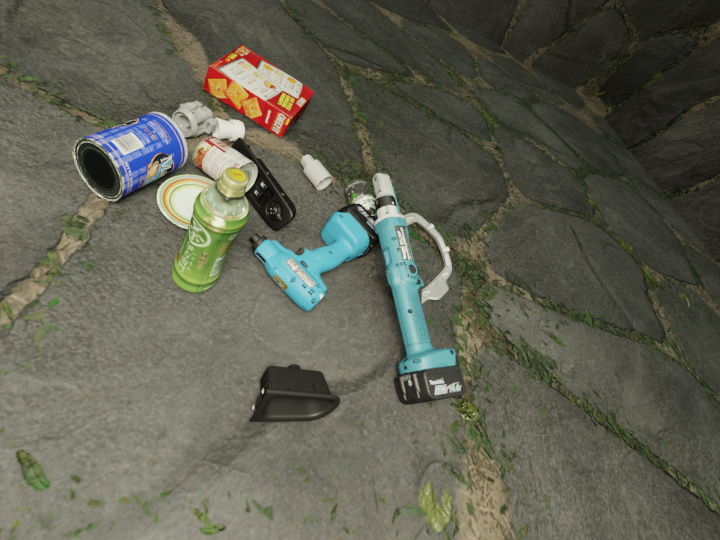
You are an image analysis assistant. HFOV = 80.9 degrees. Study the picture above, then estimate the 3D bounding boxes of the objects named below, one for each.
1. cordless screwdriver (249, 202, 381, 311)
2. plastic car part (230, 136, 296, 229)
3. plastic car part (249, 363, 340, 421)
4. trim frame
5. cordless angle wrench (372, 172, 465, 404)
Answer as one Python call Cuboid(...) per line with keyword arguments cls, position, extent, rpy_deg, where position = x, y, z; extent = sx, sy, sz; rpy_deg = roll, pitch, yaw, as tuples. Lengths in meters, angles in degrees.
Cuboid(cls="cordless screwdriver", position=(-0.076, -0.050, 0.776), extent=(0.161, 0.075, 0.244), rpy_deg=(44, 47, 5))
Cuboid(cls="plastic car part", position=(-0.188, -0.160, 0.816), extent=(0.210, 0.067, 0.064), rpy_deg=(55, 19, 21))
Cuboid(cls="plastic car part", position=(-0.094, 0.165, 0.590), extent=(0.111, 0.066, 0.074), rpy_deg=(10, 35, -31))
Cuboid(cls="trim frame", position=(0.125, -0.028, 0.889), extent=(0.242, 0.028, 0.184), rpy_deg=(-32, 93, -50))
Cuboid(cls="cordless angle wrench", position=(0.076, 0.009, 0.751), extent=(0.093, 0.076, 0.435), rpy_deg=(3, 64, -33))
